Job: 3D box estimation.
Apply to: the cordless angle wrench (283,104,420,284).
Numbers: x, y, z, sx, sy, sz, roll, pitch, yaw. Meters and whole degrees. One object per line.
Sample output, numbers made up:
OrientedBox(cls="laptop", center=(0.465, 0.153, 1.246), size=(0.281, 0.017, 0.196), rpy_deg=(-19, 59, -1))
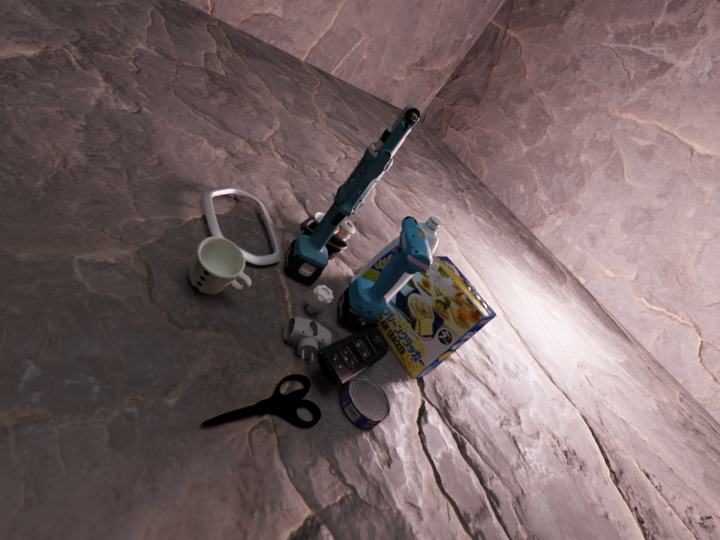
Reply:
OrientedBox(cls="cordless angle wrench", center=(-0.021, -0.145, 0.842), size=(0.072, 0.424, 0.101), rpy_deg=(27, 32, -21))

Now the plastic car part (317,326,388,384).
OrientedBox(cls="plastic car part", center=(-0.013, 0.159, 0.779), size=(0.069, 0.067, 0.195), rpy_deg=(48, 32, 17))

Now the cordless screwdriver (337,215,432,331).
OrientedBox(cls="cordless screwdriver", center=(0.048, 0.006, 0.876), size=(0.072, 0.250, 0.164), rpy_deg=(28, 32, -19))

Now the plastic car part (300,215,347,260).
OrientedBox(cls="plastic car part", center=(-0.098, -0.064, 1.005), size=(0.118, 0.071, 0.065), rpy_deg=(39, 30, 4))

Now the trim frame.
OrientedBox(cls="trim frame", center=(-0.259, -0.104, 0.939), size=(0.175, 0.027, 0.261), rpy_deg=(8, 40, -40))
